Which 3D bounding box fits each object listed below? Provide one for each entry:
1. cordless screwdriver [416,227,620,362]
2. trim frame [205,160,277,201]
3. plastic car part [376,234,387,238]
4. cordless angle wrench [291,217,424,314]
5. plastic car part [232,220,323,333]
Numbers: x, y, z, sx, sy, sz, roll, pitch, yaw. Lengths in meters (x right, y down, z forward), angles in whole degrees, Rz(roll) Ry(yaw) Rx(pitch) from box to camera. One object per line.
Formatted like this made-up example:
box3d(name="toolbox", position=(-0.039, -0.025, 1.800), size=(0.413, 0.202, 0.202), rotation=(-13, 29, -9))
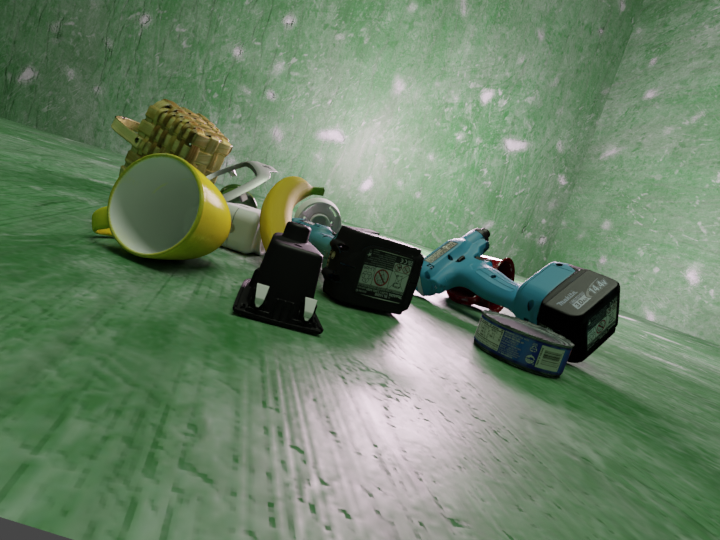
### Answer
box3d(name="cordless screwdriver", position=(0.208, 0.009, 0.573), size=(0.156, 0.071, 0.263), rotation=(-35, 35, -25))
box3d(name="trim frame", position=(-0.224, -0.134, 0.681), size=(0.183, 0.026, 0.259), rotation=(-27, 26, -9))
box3d(name="plastic car part", position=(0.022, -0.033, 0.790), size=(0.070, 0.067, 0.194), rotation=(29, 15, 27))
box3d(name="cordless angle wrench", position=(-0.060, -0.040, 0.618), size=(0.094, 0.074, 0.440), rotation=(15, 6, -25))
box3d(name="plastic car part", position=(-0.060, -0.004, 0.348), size=(0.064, 0.070, 0.120), rotation=(17, 10, -14))
